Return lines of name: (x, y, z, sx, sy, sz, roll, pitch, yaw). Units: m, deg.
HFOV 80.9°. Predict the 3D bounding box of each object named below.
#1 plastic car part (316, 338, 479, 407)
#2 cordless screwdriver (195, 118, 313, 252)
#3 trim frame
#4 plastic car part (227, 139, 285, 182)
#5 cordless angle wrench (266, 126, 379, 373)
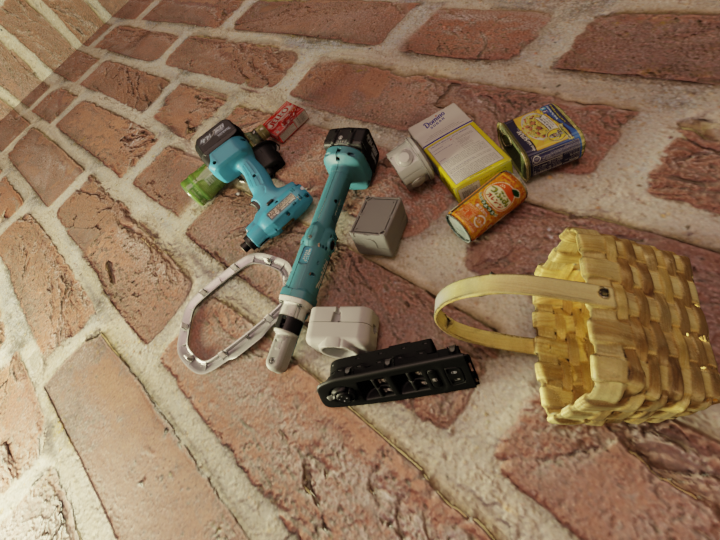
plastic car part: (0.037, 0.128, 0.540, 0.207, 0.063, 0.069, -19, 44, 15)
cordless screwdriver: (-0.226, -0.163, 0.812, 0.159, 0.072, 0.257, -43, 73, -4)
trim frame: (-0.220, 0.066, 0.732, 0.248, 0.026, 0.194, -37, 52, -1)
plastic car part: (-0.210, -0.218, 0.892, 0.116, 0.063, 0.074, -33, 66, 1)
cordless angle wrench: (-0.067, -0.044, 0.688, 0.077, 0.093, 0.427, 7, 67, 25)
